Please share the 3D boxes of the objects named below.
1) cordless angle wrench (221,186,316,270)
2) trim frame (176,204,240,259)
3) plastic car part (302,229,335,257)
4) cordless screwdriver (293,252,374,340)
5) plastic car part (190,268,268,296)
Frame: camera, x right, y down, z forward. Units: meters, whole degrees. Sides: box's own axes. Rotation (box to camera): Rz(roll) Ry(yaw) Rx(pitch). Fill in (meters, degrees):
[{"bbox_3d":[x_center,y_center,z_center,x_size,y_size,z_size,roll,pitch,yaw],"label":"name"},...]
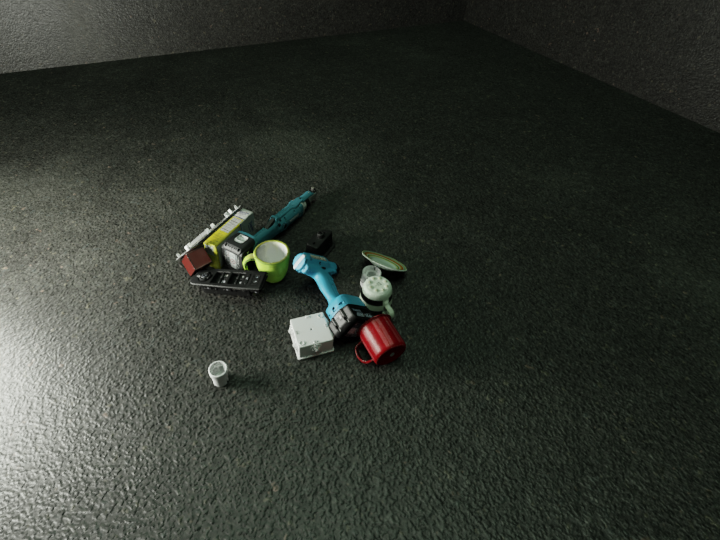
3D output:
[{"bbox_3d":[-0.250,-0.144,1.282,0.077,0.095,0.419,22,44,17],"label":"cordless angle wrench"},{"bbox_3d":[-0.433,-0.113,1.208,0.190,0.027,0.247,-17,30,53],"label":"trim frame"},{"bbox_3d":[-0.119,-0.078,1.220,0.068,0.069,0.116,24,51,18],"label":"plastic car part"},{"bbox_3d":[-0.057,0.056,1.065,0.151,0.074,0.262,13,32,-50],"label":"cordless screwdriver"},{"bbox_3d":[-0.341,0.033,1.104,0.207,0.064,0.067,6,51,11],"label":"plastic car part"}]
